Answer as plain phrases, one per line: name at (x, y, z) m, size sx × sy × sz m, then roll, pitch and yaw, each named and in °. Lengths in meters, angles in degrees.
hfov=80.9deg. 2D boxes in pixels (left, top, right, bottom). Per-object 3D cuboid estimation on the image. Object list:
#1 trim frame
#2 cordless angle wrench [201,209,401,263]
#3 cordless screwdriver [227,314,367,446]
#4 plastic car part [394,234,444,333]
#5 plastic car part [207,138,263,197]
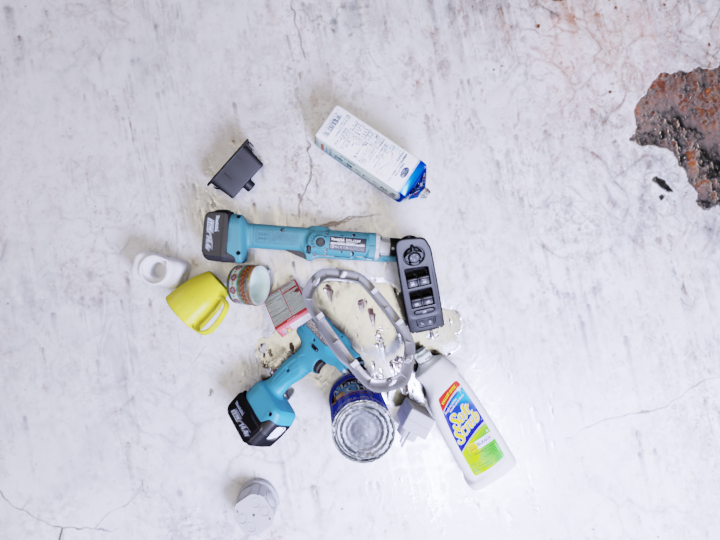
trim frame at (0.002, 0.094, 0.742) m, size 0.178 × 0.028 × 0.255 m, roll -24°, pitch 70°, yaw -42°
cordless angle wrench at (-0.078, -0.051, 0.797) m, size 0.422 × 0.074 × 0.098 m, roll 4°, pitch 89°, yaw -1°
cordless screwdriver at (-0.111, 0.207, 0.753) m, size 0.168 × 0.070 × 0.248 m, roll 38°, pitch 88°, yaw 35°
plastic car part at (0.104, 0.017, 0.766) m, size 0.067 × 0.069 × 0.195 m, roll -9°, pitch 122°, yaw 9°
plastic car part at (-0.231, -0.188, 0.814) m, size 0.069 × 0.068 × 0.116 m, roll 39°, pitch 92°, yaw -15°
